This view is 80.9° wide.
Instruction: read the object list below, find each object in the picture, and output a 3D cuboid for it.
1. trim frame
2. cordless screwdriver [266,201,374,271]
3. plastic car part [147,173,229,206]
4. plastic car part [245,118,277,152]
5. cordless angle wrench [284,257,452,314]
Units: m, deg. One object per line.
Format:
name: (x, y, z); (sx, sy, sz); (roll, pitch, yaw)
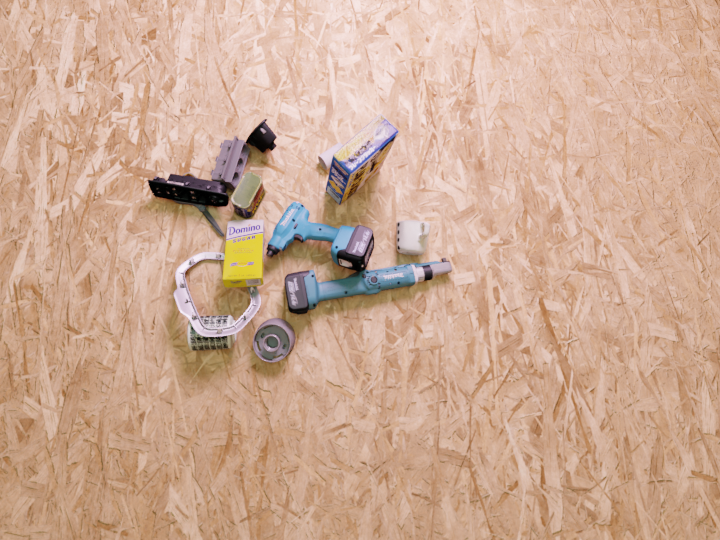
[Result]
trim frame: (-0.343, 0.047, 1.002); (0.180, 0.027, 0.260); (-21, 58, -19)
cordless screwdriver: (-0.101, -0.066, 1.028); (0.258, 0.071, 0.159); (21, 66, 19)
plastic car part: (-0.427, -0.206, 1.075); (0.204, 0.065, 0.068); (13, 51, 3)
plastic car part: (-0.254, -0.346, 1.114); (0.069, 0.121, 0.066); (46, 76, -20)
cordless angle wrench: (0.026, 0.027, 1.046); (0.418, 0.074, 0.100); (-9, 76, -8)
